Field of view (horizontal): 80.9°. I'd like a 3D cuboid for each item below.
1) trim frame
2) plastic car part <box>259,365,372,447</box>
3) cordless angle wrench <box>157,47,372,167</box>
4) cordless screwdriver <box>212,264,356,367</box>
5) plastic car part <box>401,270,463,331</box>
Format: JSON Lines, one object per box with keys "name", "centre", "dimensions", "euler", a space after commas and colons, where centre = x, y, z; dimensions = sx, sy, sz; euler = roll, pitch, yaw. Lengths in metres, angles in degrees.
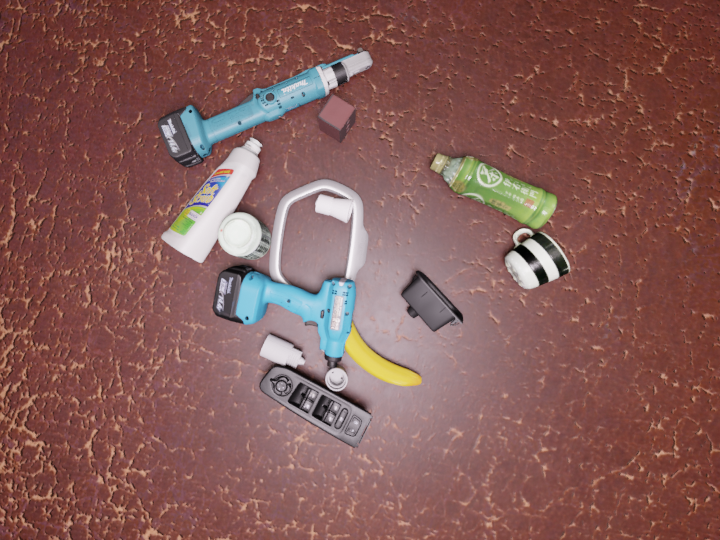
{"name": "trim frame", "centre": [-0.079, -0.052, 0.807], "dimensions": [0.186, 0.027, 0.249], "euler": [6, 84, 6]}
{"name": "plastic car part", "centre": [-0.082, 0.231, 0.763], "dimensions": [0.204, 0.067, 0.066], "euler": [27, 96, 2]}
{"name": "cordless angle wrench", "centre": [-0.173, -0.324, 0.815], "dimensions": [0.423, 0.074, 0.099], "euler": [-23, 87, 0]}
{"name": "cordless screwdriver", "centre": [-0.138, 0.078, 0.764], "dimensions": [0.253, 0.073, 0.158], "euler": [9, 97, 10]}
{"name": "plastic car part", "centre": [0.122, 0.064, 0.771], "dimensions": [0.118, 0.064, 0.071], "euler": [45, 104, 8]}
